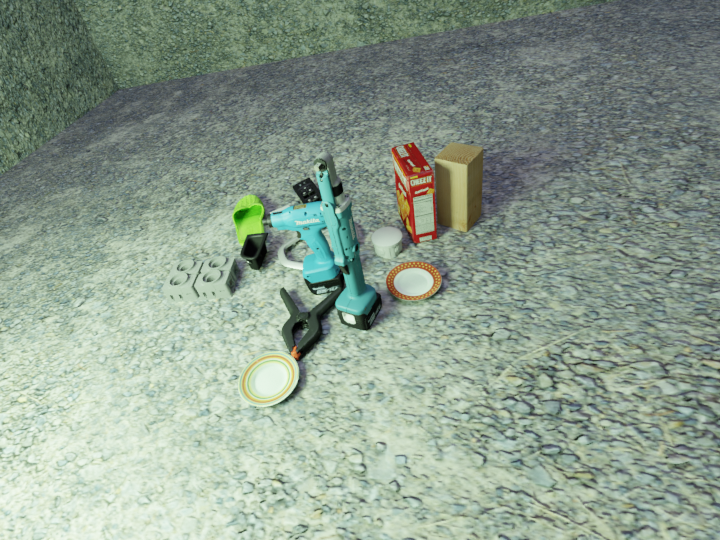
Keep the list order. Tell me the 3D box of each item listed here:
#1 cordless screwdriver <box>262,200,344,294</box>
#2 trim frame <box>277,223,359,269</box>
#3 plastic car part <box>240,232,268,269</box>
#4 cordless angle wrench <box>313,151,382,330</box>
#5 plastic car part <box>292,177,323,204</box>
[{"bbox_3d":[-0.127,-0.051,1.010,0.161,0.238,0.076,-7,41,8],"label":"cordless screwdriver"},{"bbox_3d":[-0.117,-0.076,1.196,0.245,0.026,0.195,-34,44,-20],"label":"trim frame"},{"bbox_3d":[-0.293,-0.045,1.186,0.067,0.068,0.119,-6,42,9],"label":"plastic car part"},{"bbox_3d":[-0.031,-0.048,0.850,0.078,0.405,0.097,13,46,27],"label":"cordless angle wrench"},{"bbox_3d":[-0.150,-0.214,1.329,0.065,0.064,0.214,-24,42,-11],"label":"plastic car part"}]
